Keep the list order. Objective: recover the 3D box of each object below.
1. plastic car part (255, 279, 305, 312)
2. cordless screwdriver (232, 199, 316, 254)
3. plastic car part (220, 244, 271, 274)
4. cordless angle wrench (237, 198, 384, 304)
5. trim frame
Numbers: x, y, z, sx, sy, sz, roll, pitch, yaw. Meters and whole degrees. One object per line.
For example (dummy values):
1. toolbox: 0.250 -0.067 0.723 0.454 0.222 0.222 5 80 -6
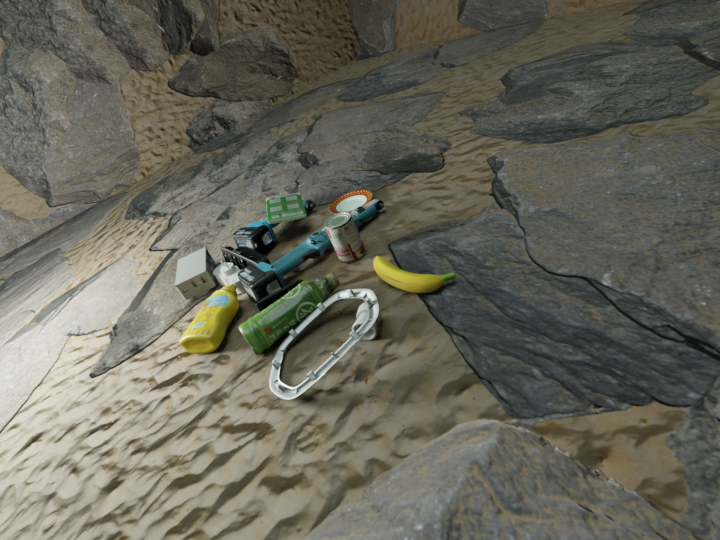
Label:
1. plastic car part: -0.171 0.064 0.920 0.115 0.064 0.074 -33 19 -21
2. cordless screwdriver: -0.246 -0.137 1.237 0.166 0.071 0.248 -1 35 31
3. plastic car part: -0.298 -0.025 1.120 0.065 0.064 0.214 -24 28 -31
4. cordless angle wrench: -0.103 -0.067 1.048 0.417 0.071 0.103 -37 34 -23
5. trim frame: -0.070 0.120 0.750 0.248 0.026 0.193 -42 29 -5
